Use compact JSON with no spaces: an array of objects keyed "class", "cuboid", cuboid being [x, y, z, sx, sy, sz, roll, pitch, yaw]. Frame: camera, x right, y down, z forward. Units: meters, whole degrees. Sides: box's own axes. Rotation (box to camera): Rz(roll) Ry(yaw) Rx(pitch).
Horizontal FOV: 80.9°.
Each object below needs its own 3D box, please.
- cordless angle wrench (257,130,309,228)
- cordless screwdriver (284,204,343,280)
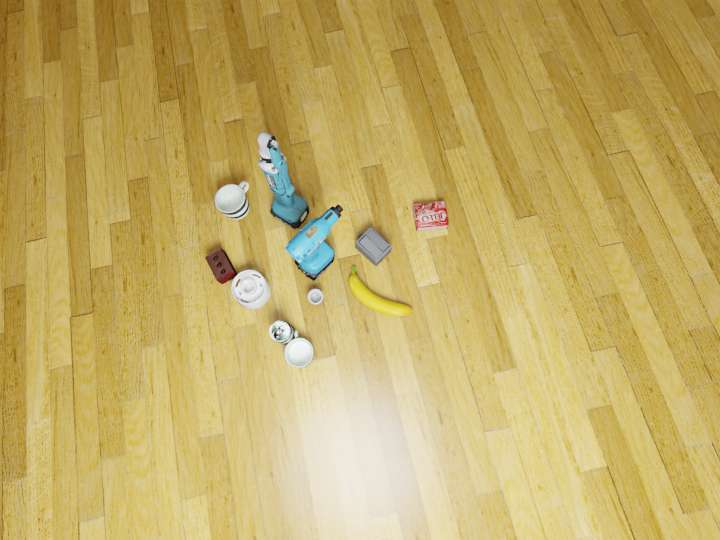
[{"class":"cordless angle wrench","cuboid":[-0.191,-0.210,1.005,0.100,0.416,0.074,32,78,6]},{"class":"cordless screwdriver","cuboid":[-0.102,-0.067,1.047,0.076,0.244,0.158,43,79,8]}]
